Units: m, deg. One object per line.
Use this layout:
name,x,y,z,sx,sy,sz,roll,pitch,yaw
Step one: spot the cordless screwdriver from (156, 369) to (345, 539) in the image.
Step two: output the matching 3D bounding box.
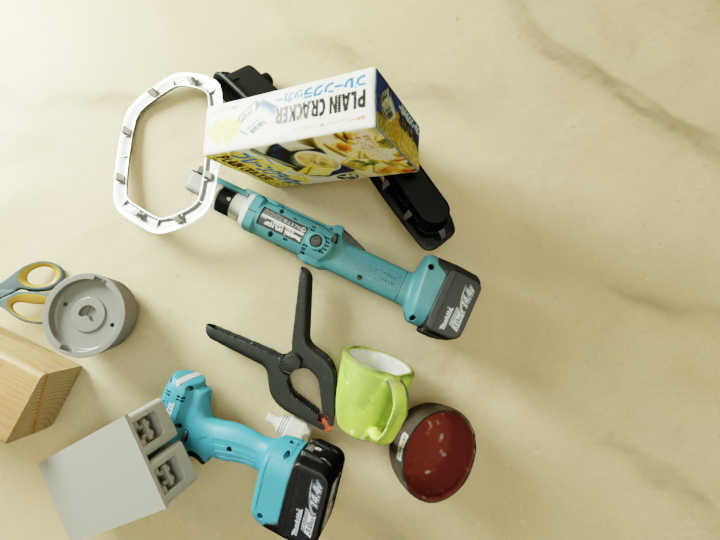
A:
cordless screwdriver,-0.154,0.244,0.520,0.257,0.072,0.159,20,93,17

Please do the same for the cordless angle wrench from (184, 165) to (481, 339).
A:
cordless angle wrench,-0.056,-0.037,0.578,0.429,0.073,0.098,26,83,7

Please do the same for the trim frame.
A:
trim frame,-0.270,-0.173,0.597,0.188,0.026,0.252,-3,74,14

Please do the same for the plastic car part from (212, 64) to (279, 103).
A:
plastic car part,-0.155,-0.260,0.619,0.070,0.065,0.119,-38,80,-20

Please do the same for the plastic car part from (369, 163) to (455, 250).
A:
plastic car part,0.062,-0.123,0.569,0.065,0.066,0.209,-24,72,-16
